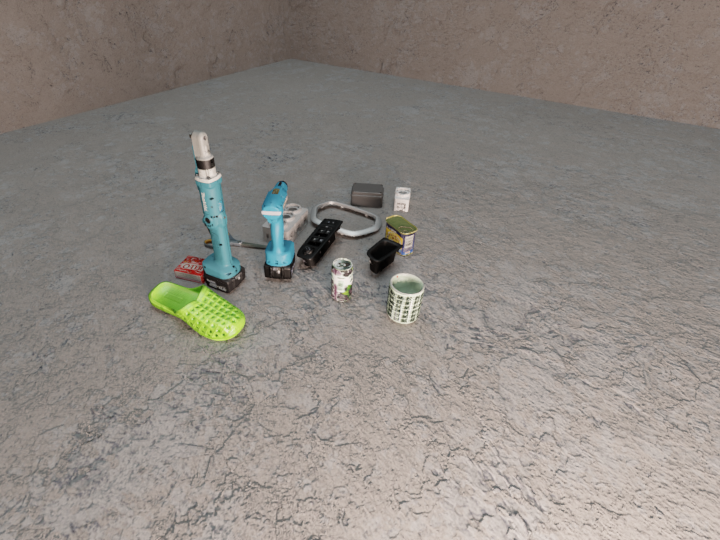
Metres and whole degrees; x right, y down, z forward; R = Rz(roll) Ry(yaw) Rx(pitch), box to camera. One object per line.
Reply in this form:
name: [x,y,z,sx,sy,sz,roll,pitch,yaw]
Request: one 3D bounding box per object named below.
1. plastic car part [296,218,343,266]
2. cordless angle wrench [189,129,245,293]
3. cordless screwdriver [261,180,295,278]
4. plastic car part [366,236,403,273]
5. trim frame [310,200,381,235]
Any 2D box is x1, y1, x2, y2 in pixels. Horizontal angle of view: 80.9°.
plastic car part: [-0.121,-0.079,1.239,0.069,0.065,0.202,15,40,18]
cordless angle wrench: [-0.355,-0.133,1.027,0.102,0.410,0.074,18,39,20]
cordless screwdriver: [-0.217,-0.108,1.133,0.075,0.241,0.163,4,36,1]
plastic car part: [0.058,-0.032,1.171,0.069,0.069,0.114,25,43,28]
trim frame: [-0.051,-0.174,1.394,0.260,0.027,0.182,19,41,24]
